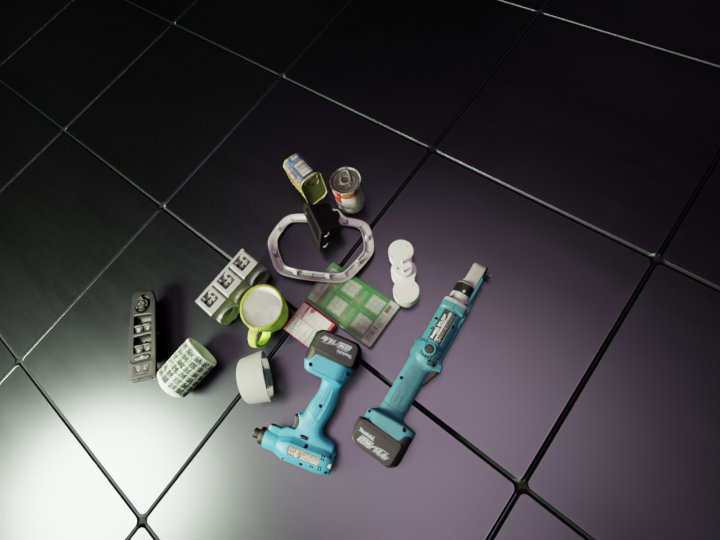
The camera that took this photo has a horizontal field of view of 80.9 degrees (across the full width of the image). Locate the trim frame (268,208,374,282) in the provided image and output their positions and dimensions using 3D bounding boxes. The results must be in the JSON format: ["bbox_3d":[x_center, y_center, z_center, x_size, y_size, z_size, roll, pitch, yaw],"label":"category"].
[{"bbox_3d":[-0.094,-0.061,0.958,0.256,0.026,0.187,6,62,16],"label":"trim frame"}]

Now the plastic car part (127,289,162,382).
[{"bbox_3d":[-0.471,0.141,0.940,0.067,0.064,0.209,-18,69,10],"label":"plastic car part"}]

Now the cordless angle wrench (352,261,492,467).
[{"bbox_3d":[0.131,0.157,0.805,0.102,0.071,0.422,28,74,20],"label":"cordless angle wrench"}]

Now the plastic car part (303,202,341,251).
[{"bbox_3d":[-0.079,-0.112,0.944,0.070,0.064,0.122,-12,55,-15],"label":"plastic car part"}]

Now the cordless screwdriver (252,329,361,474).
[{"bbox_3d":[-0.097,0.235,0.802,0.163,0.072,0.250,16,80,10],"label":"cordless screwdriver"}]
